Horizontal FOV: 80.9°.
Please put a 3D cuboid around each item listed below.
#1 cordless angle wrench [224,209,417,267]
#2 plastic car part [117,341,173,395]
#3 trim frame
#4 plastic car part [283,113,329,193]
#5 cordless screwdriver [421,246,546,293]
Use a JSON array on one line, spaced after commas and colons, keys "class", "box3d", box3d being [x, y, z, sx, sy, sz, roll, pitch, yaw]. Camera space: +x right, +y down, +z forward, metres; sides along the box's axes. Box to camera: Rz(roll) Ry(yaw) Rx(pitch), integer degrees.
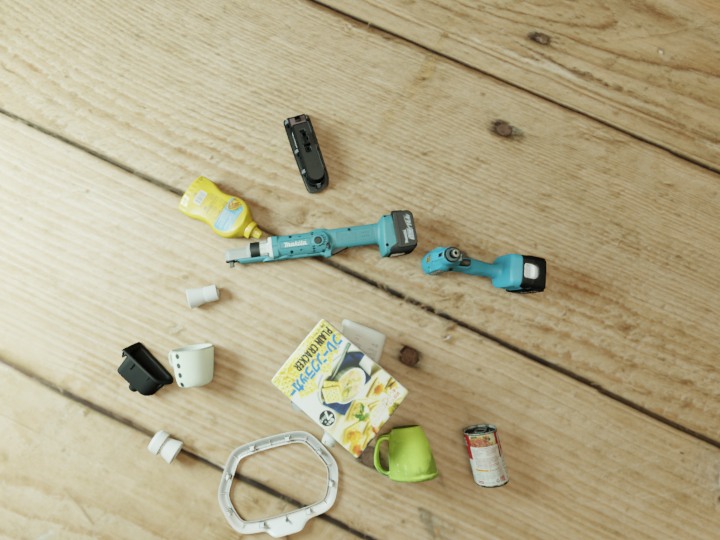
[{"class": "cordless angle wrench", "box3d": [-0.092, -0.060, 0.946, 0.422, 0.073, 0.099, -8, 80, -1]}, {"class": "plastic car part", "box3d": [-0.460, 0.218, 0.884, 0.071, 0.065, 0.117, -44, 88, 5]}, {"class": "trim frame", "box3d": [-0.167, 0.435, 0.861, 0.246, 0.027, 0.187, -13, 80, -6]}, {"class": "plastic car part", "box3d": [-0.122, -0.283, 0.995, 0.065, 0.067, 0.205, -16, 82, -14]}, {"class": "cordless screwdriver", "box3d": [0.270, -0.008, 0.900, 0.248, 0.159, 0.075, 9, 80, -4]}]
